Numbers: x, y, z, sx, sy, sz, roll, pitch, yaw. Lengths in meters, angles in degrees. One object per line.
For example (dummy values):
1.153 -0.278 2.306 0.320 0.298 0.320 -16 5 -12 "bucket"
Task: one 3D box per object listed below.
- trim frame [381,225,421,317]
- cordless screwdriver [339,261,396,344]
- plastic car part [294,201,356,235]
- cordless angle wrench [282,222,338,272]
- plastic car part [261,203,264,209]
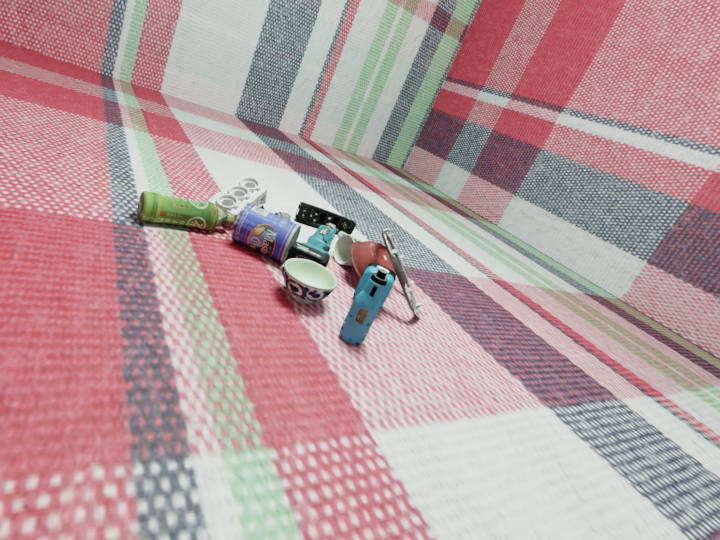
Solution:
0.104 0.001 1.058 0.179 0.028 0.251 9 61 -76 "trim frame"
0.028 0.040 0.906 0.075 0.158 0.247 26 19 3 "cordless screwdriver"
-0.117 -0.163 1.395 0.199 0.066 0.068 17 -4 -11 "plastic car part"
-0.114 -0.075 1.168 0.098 0.074 0.425 22 19 -2 "cordless angle wrench"
-0.337 -0.181 1.222 0.122 0.065 0.069 38 40 26 "plastic car part"
